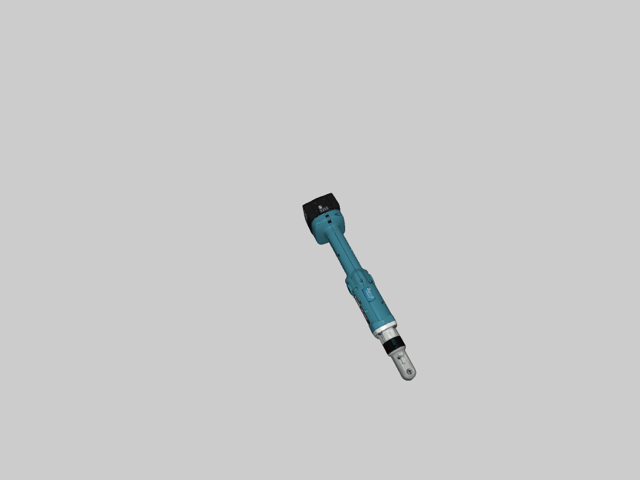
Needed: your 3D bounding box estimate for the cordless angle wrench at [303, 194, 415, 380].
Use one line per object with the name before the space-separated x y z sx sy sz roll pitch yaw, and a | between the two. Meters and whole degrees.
cordless angle wrench | 0.083 0.092 0.885 0.074 0.422 0.098 -24 -25 -8
